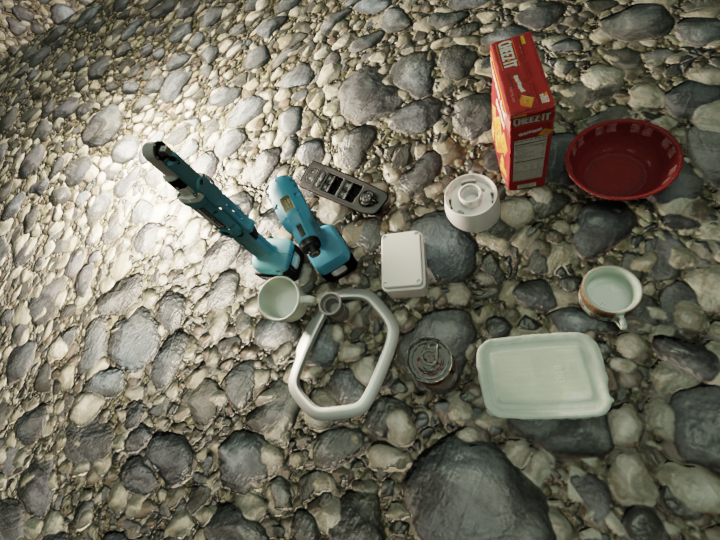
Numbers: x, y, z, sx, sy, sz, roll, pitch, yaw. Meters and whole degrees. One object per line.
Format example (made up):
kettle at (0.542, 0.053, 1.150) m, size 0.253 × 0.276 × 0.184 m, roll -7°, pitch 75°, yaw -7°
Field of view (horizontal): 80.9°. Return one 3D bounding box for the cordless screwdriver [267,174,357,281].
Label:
cordless screwdriver at (-0.074, -0.048, 0.753) m, size 0.075 × 0.236 × 0.167 m, roll -32°, pitch 60°, yaw 4°

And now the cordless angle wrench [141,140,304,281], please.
cordless angle wrench at (-0.224, -0.087, 0.736) m, size 0.102 × 0.402 × 0.075 m, roll 5°, pitch 68°, yaw 21°

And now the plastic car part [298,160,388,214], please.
plastic car part at (-0.033, -0.163, 0.894) m, size 0.213 × 0.064 × 0.066 m, roll 26°, pitch 78°, yaw 30°

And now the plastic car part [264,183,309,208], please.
plastic car part at (-0.156, -0.144, 0.933) m, size 0.066 × 0.067 × 0.122 m, roll -39°, pitch 58°, yaw 0°

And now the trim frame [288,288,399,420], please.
trim frame at (-0.034, 0.147, 0.767) m, size 0.193 × 0.026 × 0.249 m, roll 15°, pitch 72°, yaw 28°
